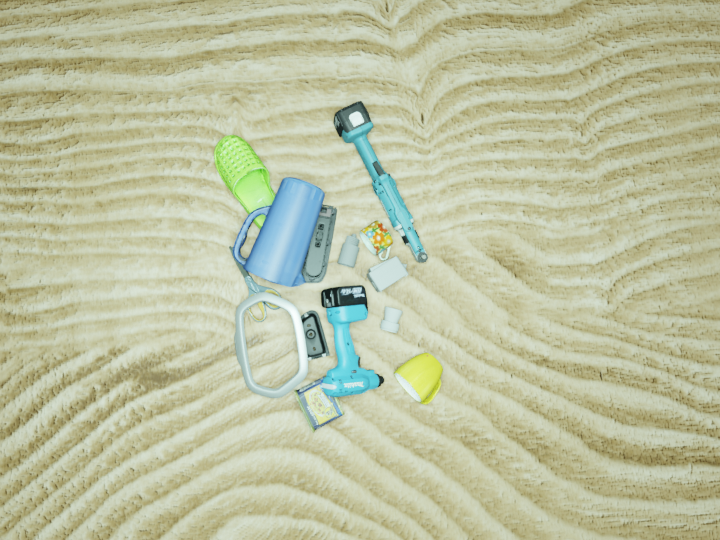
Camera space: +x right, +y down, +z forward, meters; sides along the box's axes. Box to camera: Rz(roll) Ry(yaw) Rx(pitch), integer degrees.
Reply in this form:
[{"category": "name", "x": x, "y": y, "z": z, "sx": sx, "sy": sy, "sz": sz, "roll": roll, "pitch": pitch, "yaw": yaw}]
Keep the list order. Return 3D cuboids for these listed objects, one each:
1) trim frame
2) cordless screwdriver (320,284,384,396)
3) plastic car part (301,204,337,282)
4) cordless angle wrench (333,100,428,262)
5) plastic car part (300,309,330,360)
[{"category": "trim frame", "x": -0.216, "y": 0.175, "z": 0.998, "sx": 0.188, "sy": 0.027, "sz": 0.249, "roll": -11, "pitch": 86, "yaw": 13}, {"category": "cordless screwdriver", "x": -0.015, "y": 0.161, "z": 0.992, "sx": 0.152, "sy": 0.077, "sz": 0.252, "roll": 5, "pitch": 77, "yaw": -34}, {"category": "plastic car part", "x": -0.102, "y": -0.066, "z": 1.040, "sx": 0.065, "sy": 0.068, "sz": 0.203, "roll": 10, "pitch": 85, "yaw": -9}, {"category": "cordless angle wrench", "x": 0.060, "y": -0.210, "z": 1.050, "sx": 0.074, "sy": 0.098, "sz": 0.424, "roll": -26, "pitch": 88, "yaw": -6}, {"category": "plastic car part", "x": -0.116, "y": 0.156, "z": 1.003, "sx": 0.066, "sy": 0.071, "sz": 0.117, "roll": -13, "pitch": 87, "yaw": -5}]
